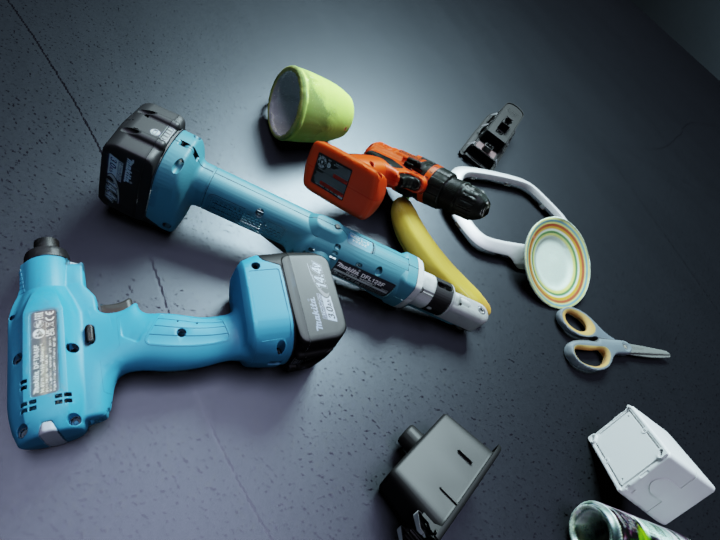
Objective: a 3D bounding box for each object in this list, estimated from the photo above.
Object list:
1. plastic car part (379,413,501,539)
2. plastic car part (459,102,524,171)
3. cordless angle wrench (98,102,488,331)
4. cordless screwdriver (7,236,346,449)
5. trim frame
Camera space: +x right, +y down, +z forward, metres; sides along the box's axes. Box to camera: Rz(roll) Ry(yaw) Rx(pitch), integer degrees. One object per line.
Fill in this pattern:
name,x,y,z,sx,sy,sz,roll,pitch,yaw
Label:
plastic car part,0.060,0.172,0.365,0.074,0.065,0.113,39,44,21
plastic car part,0.244,-0.249,0.755,0.067,0.066,0.201,33,46,6
cordless angle wrench,-0.043,-0.028,0.439,0.413,0.098,0.076,25,47,-12
cordless screwdriver,-0.147,0.030,0.357,0.240,0.074,0.165,-10,62,-26
trim frame,0.231,-0.084,0.650,0.239,0.027,0.191,5,54,-25
